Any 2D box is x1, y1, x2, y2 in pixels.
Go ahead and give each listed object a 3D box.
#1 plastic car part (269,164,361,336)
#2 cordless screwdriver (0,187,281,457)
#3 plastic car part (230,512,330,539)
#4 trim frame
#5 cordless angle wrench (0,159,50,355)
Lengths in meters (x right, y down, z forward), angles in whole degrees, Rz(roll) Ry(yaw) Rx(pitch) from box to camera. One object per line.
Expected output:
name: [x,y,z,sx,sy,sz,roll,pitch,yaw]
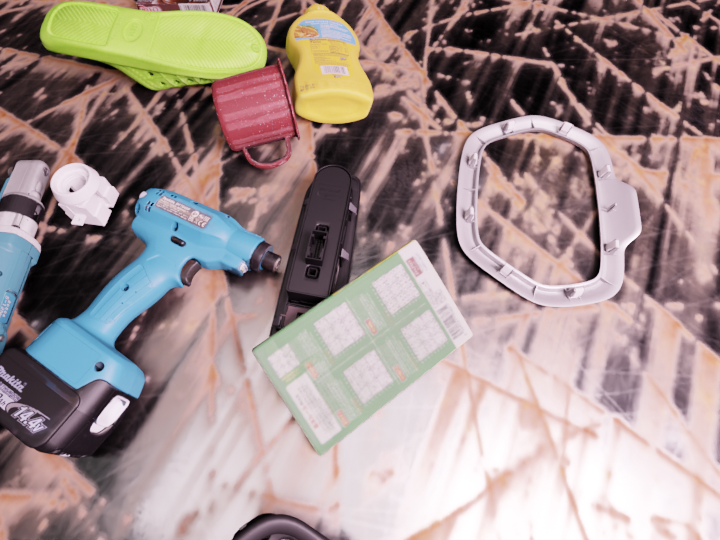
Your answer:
plastic car part: [-0.042,-0.027,0.425,0.068,0.064,0.206,5,61,9]
cordless screwdriver: [-0.193,0.042,0.388,0.163,0.072,0.250,22,62,11]
plastic car part: [-0.044,0.211,0.298,0.117,0.071,0.066,38,68,0]
trim frame: [0.200,-0.078,0.460,0.186,0.027,0.252,10,63,5]
cordless angle wrench: [-0.359,0.066,0.383,0.098,0.072,0.435,-2,61,-2]
